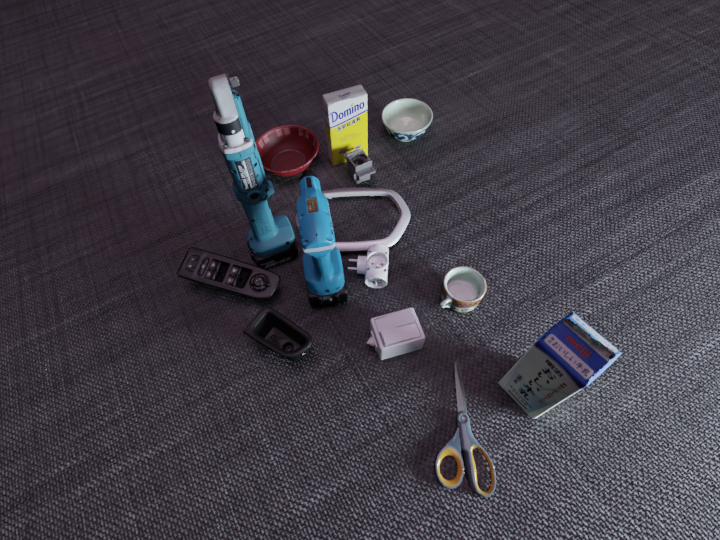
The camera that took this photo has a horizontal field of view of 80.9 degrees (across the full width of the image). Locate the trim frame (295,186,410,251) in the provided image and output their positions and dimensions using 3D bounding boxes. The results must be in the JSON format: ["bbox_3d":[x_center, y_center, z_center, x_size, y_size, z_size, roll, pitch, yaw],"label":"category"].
[{"bbox_3d":[-0.017,-0.117,0.918,0.250,0.026,0.190,-5,57,3],"label":"trim frame"}]

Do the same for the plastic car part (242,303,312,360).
[{"bbox_3d":[-0.139,0.124,0.751,0.121,0.068,0.066,28,64,21],"label":"plastic car part"}]

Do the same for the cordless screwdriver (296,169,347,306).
[{"bbox_3d":[-0.074,-0.048,0.753,0.074,0.240,0.165,-9,58,-4],"label":"cordless screwdriver"}]

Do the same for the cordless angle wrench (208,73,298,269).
[{"bbox_3d":[-0.186,-0.145,0.728,0.097,0.409,0.077,-18,60,-10],"label":"cordless angle wrench"}]

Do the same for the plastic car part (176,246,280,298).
[{"bbox_3d":[-0.255,0.017,0.836,0.208,0.064,0.067,13,60,14],"label":"plastic car part"}]
